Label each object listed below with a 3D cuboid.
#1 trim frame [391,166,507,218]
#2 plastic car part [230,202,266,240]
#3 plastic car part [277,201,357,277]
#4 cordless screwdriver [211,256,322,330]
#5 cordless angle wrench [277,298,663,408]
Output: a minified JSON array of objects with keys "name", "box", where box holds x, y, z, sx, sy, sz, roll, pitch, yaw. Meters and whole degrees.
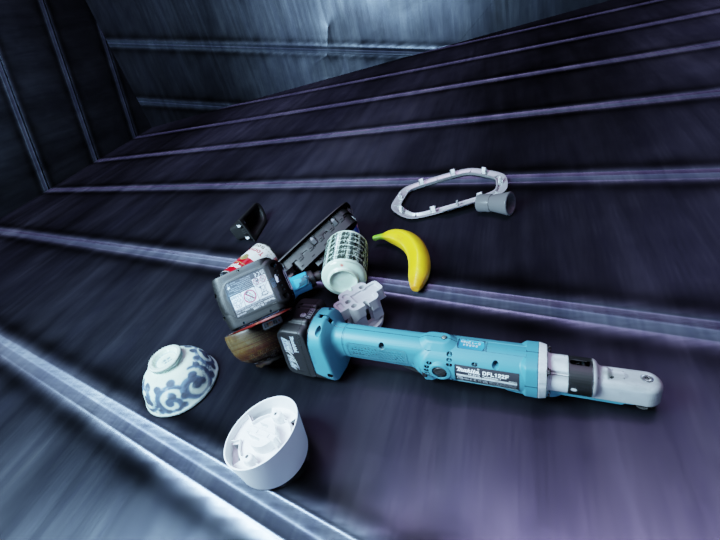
[{"name":"trim frame","box":[0.188,-0.173,0.918,0.251,0.026,0.190,-15,34,6]},{"name":"plastic car part","box":[-0.289,-0.117,1.070,0.072,0.063,0.118,-23,27,21]},{"name":"plastic car part","box":[-0.081,-0.053,0.824,0.070,0.064,0.202,40,82,21]},{"name":"cordless screwdriver","box":[-0.133,0.030,0.663,0.158,0.075,0.248,-23,-3,-7]},{"name":"cordless angle wrench","box":[0.100,0.105,0.513,0.440,0.094,0.074,3,34,27]}]
